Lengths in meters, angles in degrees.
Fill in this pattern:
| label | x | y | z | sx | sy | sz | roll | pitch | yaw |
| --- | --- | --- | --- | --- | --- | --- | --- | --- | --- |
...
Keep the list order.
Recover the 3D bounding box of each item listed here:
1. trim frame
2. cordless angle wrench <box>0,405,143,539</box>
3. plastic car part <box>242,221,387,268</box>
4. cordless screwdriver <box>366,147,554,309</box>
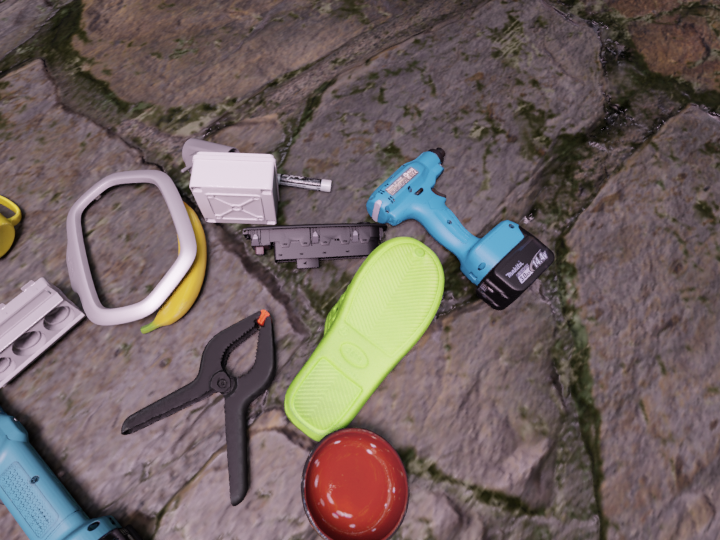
| label | x | y | z | sx | sy | sz | roll | pitch | yaw |
| --- | --- | --- | --- | --- | --- | --- | --- | --- | --- |
| trim frame | -0.321 | -0.042 | 0.579 | 0.183 | 0.026 | 0.259 | -30 | 65 | -4 |
| cordless angle wrench | -0.404 | 0.194 | 0.462 | 0.437 | 0.072 | 0.097 | 37 | 69 | 16 |
| plastic car part | -0.057 | -0.038 | 0.587 | 0.201 | 0.066 | 0.068 | -7 | 76 | -6 |
| cordless screwdriver | 0.149 | -0.073 | 0.608 | 0.258 | 0.072 | 0.158 | 40 | 69 | 19 |
